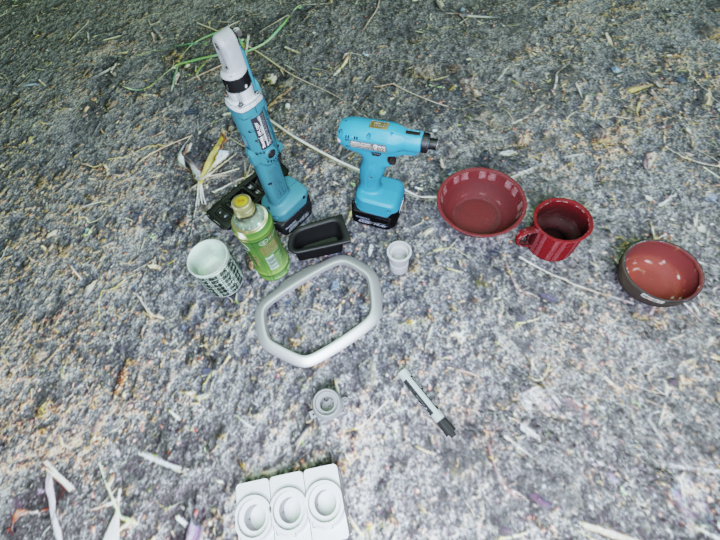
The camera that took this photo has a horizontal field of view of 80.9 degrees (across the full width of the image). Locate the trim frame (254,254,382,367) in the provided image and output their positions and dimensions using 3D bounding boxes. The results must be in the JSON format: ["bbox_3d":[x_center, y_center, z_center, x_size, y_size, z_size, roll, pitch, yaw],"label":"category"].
[{"bbox_3d":[-0.076,0.067,0.774,0.246,0.026,0.193,-33,60,-10],"label":"trim frame"}]

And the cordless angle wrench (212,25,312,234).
[{"bbox_3d":[-0.168,-0.213,0.730,0.078,0.407,0.097,39,71,22],"label":"cordless angle wrench"}]

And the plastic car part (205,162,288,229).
[{"bbox_3d":[-0.230,-0.157,0.907,0.069,0.064,0.202,33,70,23],"label":"plastic car part"}]

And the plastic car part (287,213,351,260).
[{"bbox_3d":[-0.080,-0.052,0.819,0.116,0.068,0.068,-16,60,-1],"label":"plastic car part"}]

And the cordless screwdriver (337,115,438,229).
[{"bbox_3d":[0.051,-0.169,0.765,0.164,0.239,0.075,15,64,14],"label":"cordless screwdriver"}]
